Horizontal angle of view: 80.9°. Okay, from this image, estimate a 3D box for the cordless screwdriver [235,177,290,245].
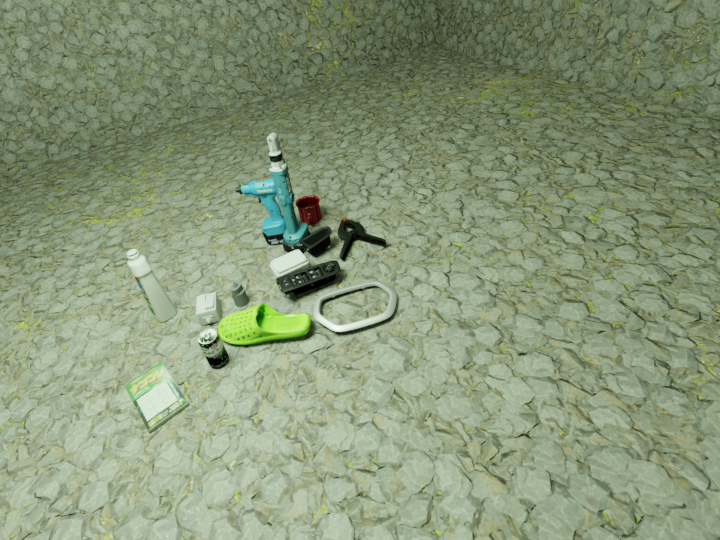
[{"bbox_3d":[-0.333,-0.206,1.485,0.161,0.239,0.076,-4,38,7],"label":"cordless screwdriver"}]

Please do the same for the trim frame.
[{"bbox_3d":[-0.016,0.097,1.211,0.246,0.026,0.193,-18,40,-7],"label":"trim frame"}]

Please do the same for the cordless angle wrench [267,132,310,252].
[{"bbox_3d":[-0.242,-0.243,1.374,0.077,0.407,0.098,7,41,19],"label":"cordless angle wrench"}]

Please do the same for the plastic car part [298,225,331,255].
[{"bbox_3d":[-0.140,-0.092,1.435,0.114,0.068,0.070,-33,44,-25],"label":"plastic car part"}]

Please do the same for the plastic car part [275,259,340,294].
[{"bbox_3d":[-0.152,0.029,1.297,0.200,0.064,0.070,-23,41,-14],"label":"plastic car part"}]
